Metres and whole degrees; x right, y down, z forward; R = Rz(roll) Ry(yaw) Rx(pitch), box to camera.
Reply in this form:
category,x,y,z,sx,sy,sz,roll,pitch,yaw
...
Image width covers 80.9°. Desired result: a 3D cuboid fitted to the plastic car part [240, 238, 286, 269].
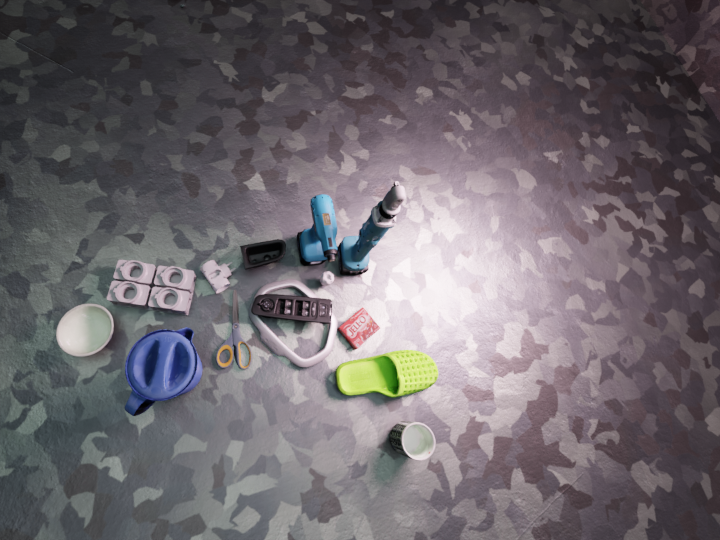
category,x,y,z,sx,sy,sz,roll,pitch,yaw
plastic car part,-0.256,-0.038,1.125,0.114,0.071,0.067,-13,75,-15

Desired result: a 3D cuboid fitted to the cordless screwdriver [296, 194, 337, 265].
category,x,y,z,sx,sy,sz,roll,pitch,yaw
cordless screwdriver,-0.104,-0.068,1.066,0.073,0.248,0.163,-6,74,-16

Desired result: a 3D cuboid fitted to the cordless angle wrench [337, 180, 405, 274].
category,x,y,z,sx,sy,sz,roll,pitch,yaw
cordless angle wrench,0.024,-0.089,1.002,0.073,0.422,0.100,-2,73,-15

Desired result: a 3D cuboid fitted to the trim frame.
category,x,y,z,sx,sy,sz,roll,pitch,yaw
trim frame,-0.174,0.132,1.098,0.252,0.027,0.183,42,69,7

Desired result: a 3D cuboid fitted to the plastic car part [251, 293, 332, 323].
category,x,y,z,sx,sy,sz,roll,pitch,yaw
plastic car part,-0.178,0.100,1.089,0.200,0.067,0.067,7,70,-7
